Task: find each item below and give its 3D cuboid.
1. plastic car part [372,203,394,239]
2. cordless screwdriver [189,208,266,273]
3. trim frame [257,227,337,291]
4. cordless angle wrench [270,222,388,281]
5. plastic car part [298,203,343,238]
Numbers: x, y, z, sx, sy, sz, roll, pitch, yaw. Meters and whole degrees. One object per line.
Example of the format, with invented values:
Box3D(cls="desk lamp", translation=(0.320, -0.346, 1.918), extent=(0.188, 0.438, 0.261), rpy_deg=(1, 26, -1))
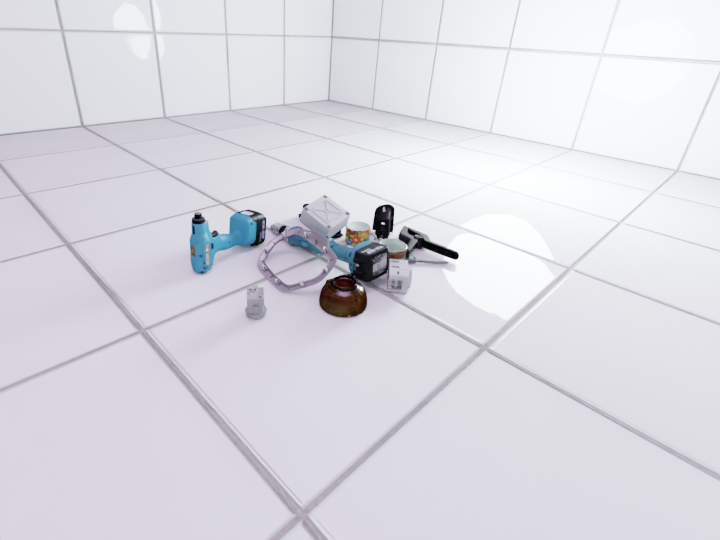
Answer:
Box3D(cls="plastic car part", translation=(0.068, -0.137, 1.278), extent=(0.067, 0.113, 0.072), rpy_deg=(8, 53, 5))
Box3D(cls="cordless screwdriver", translation=(-0.357, -0.108, 1.135), extent=(0.077, 0.155, 0.244), rpy_deg=(18, 30, 22))
Box3D(cls="trim frame", translation=(-0.167, -0.035, 1.088), extent=(0.182, 0.026, 0.263), rpy_deg=(-37, 42, -15))
Box3D(cls="cordless angle wrench", translation=(-0.114, -0.075, 1.170), extent=(0.447, 0.072, 0.095), rpy_deg=(20, 32, 40))
Box3D(cls="plastic car part", translation=(-0.136, -0.164, 1.349), extent=(0.064, 0.065, 0.215), rpy_deg=(-22, 35, -27))
